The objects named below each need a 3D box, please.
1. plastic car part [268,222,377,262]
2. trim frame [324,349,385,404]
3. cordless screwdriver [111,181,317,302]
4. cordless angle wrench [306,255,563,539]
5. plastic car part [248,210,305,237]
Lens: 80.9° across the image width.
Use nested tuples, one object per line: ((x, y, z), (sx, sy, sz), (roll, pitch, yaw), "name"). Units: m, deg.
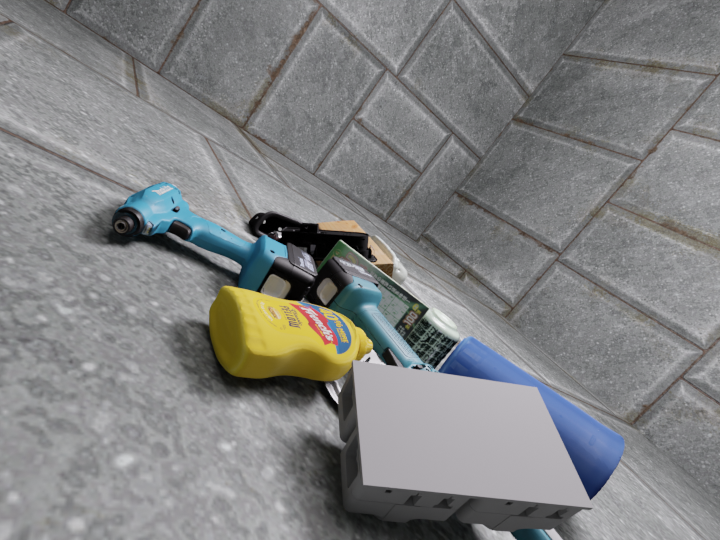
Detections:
((-0.071, -0.046, 0.722), (0.205, 0.067, 0.066), (8, 7, 6), "plastic car part")
((0.045, 0.164, 0.533), (0.235, 0.027, 0.195), (23, 16, -43), "trim frame")
((-0.177, -0.026, 0.534), (0.243, 0.074, 0.163), (29, 13, -12), "cordless screwdriver")
((0.074, 0.141, 0.493), (0.092, 0.074, 0.447), (21, 21, -47), "cordless angle wrench")
((-0.173, -0.087, 0.848), (0.110, 0.066, 0.075), (23, 2, -38), "plastic car part")
